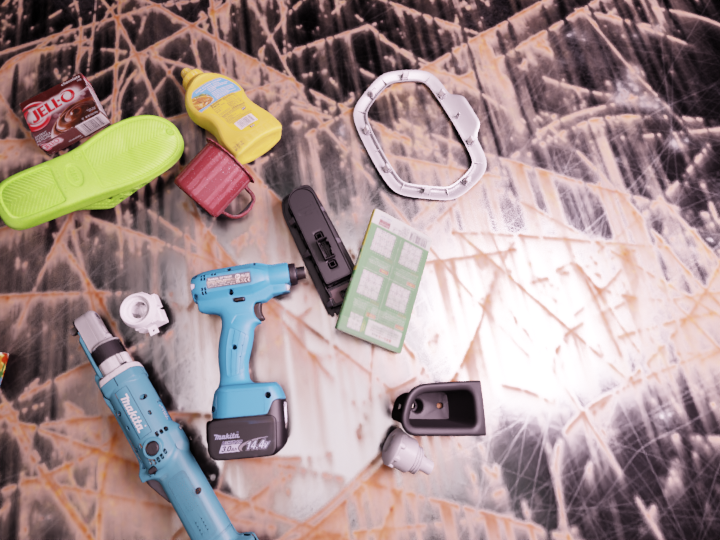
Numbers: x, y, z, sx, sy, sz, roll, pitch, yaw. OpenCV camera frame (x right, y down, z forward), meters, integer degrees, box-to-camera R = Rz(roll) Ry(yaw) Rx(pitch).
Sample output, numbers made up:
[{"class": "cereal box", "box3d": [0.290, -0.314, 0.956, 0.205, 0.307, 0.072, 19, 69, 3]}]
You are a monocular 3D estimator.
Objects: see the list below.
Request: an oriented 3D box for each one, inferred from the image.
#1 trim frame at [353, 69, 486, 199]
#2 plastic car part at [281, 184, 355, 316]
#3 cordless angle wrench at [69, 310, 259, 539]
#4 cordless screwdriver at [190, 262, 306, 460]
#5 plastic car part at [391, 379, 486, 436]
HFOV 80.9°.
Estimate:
[{"class": "trim frame", "box3d": [0.096, -0.224, 0.681, 0.183, 0.027, 0.255, -23, 73, -7]}, {"class": "plastic car part", "box3d": [-0.060, -0.039, 0.613, 0.066, 0.065, 0.209, -26, 73, -1]}, {"class": "cordless angle wrench", "box3d": [-0.253, 0.224, 0.534, 0.097, 0.073, 0.435, -36, 75, -10]}, {"class": "cordless screwdriver", "box3d": [-0.136, 0.109, 0.564, 0.158, 0.073, 0.255, -10, 71, -4]}, {"class": "plastic car part", "box3d": [0.090, 0.175, 0.542, 0.113, 0.072, 0.067, 4, 74, -17]}]
